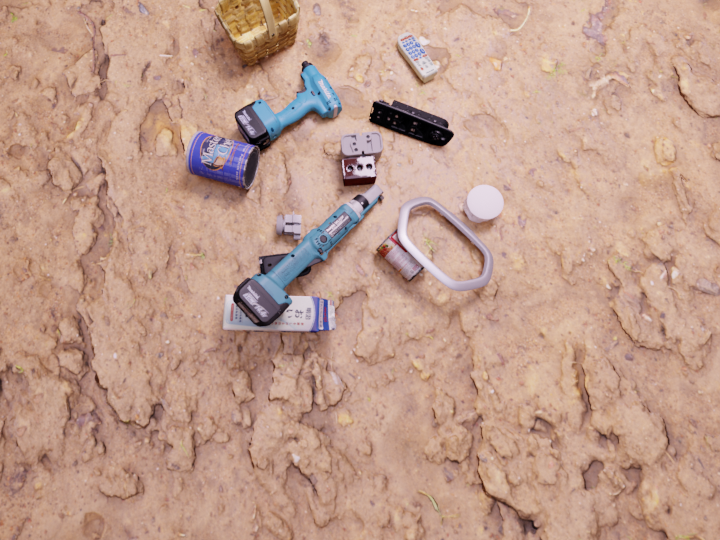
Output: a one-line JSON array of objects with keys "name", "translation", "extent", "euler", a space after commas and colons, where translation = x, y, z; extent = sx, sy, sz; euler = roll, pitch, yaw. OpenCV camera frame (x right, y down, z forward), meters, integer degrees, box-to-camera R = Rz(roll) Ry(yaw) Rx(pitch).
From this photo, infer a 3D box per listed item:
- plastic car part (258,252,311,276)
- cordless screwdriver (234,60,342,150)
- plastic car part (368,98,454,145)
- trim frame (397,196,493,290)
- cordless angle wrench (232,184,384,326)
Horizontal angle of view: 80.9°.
[{"name": "plastic car part", "translation": [-0.172, -0.013, 0.941], "extent": [0.117, 0.070, 0.067], "euler": [-10, 80, 2]}, {"name": "cordless screwdriver", "translation": [-0.186, -0.403, 1.025], "extent": [0.247, 0.073, 0.162], "euler": [-29, 79, -8]}, {"name": "plastic car part", "translation": [0.126, -0.358, 1.014], "extent": [0.206, 0.065, 0.067], "euler": [26, 54, 8]}, {"name": "trim frame", "translation": [0.185, -0.061, 0.926], "extent": [0.253, 0.027, 0.182], "euler": [42, 59, 8]}, {"name": "cordless angle wrench", "translation": [-0.088, -0.058, 0.903], "extent": [0.097, 0.076, 0.419], "euler": [47, 64, -7]}]
